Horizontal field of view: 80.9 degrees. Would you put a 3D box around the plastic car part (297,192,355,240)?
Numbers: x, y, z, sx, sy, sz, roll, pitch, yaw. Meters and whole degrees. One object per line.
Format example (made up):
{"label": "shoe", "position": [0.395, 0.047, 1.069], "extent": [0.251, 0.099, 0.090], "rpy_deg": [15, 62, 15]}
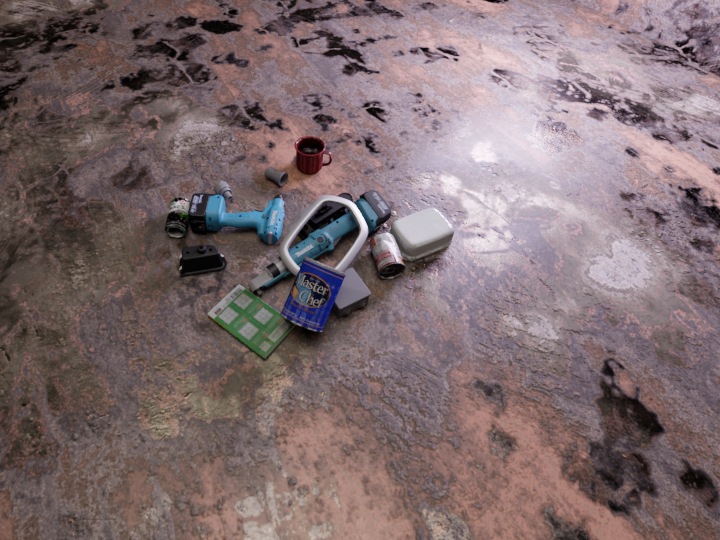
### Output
{"label": "plastic car part", "position": [-0.092, -0.159, 1.168], "extent": [0.199, 0.065, 0.070], "rpy_deg": [-34, 57, -28]}

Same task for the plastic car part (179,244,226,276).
{"label": "plastic car part", "position": [-0.397, -0.035, 1.052], "extent": [0.115, 0.069, 0.068], "rpy_deg": [-10, 57, -8]}

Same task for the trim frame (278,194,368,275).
{"label": "trim frame", "position": [-0.091, -0.083, 1.049], "extent": [0.187, 0.027, 0.248], "rpy_deg": [32, 70, 9]}

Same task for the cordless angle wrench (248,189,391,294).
{"label": "cordless angle wrench", "position": [-0.107, -0.070, 1.090], "extent": [0.416, 0.074, 0.099], "rpy_deg": [-35, 84, -20]}

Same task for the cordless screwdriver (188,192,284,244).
{"label": "cordless screwdriver", "position": [-0.330, -0.160, 1.149], "extent": [0.248, 0.073, 0.163], "rpy_deg": [8, 53, -2]}
